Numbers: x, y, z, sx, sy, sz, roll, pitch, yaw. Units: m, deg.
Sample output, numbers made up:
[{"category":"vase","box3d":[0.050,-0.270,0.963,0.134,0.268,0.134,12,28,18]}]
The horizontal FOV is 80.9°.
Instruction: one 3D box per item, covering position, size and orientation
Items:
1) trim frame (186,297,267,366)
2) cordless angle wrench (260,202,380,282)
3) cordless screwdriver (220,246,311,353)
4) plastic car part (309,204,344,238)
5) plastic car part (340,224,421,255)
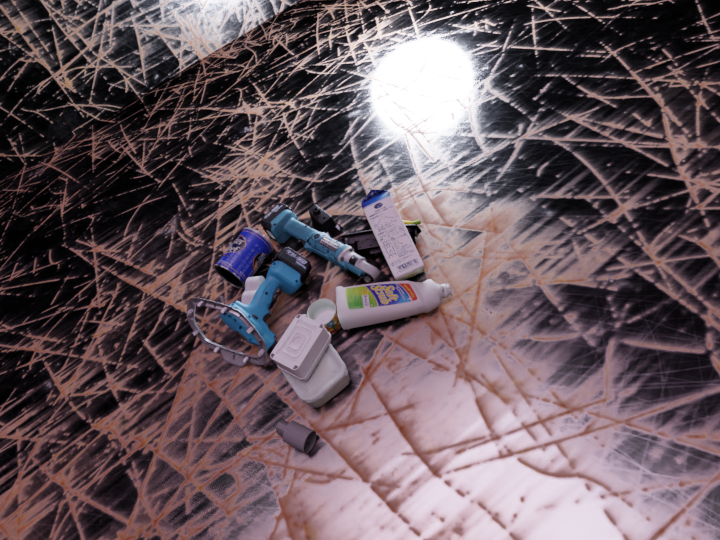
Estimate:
[{"category":"trim frame","box3d":[-0.315,0.145,0.975,0.260,0.177,0.027,9,35,29]},{"category":"cordless angle wrench","box3d":[-0.109,-0.072,1.119,0.097,0.070,0.448,-46,47,-17]},{"category":"cordless screwdriver","box3d":[-0.206,0.072,1.039,0.159,0.075,0.248,37,58,-2]},{"category":"plastic car part","box3d":[-0.112,-0.146,1.199,0.065,0.067,0.123,-37,51,-12]},{"category":"plastic car part","box3d":[0.054,-0.075,1.076,0.207,0.063,0.069,-12,58,13]}]
